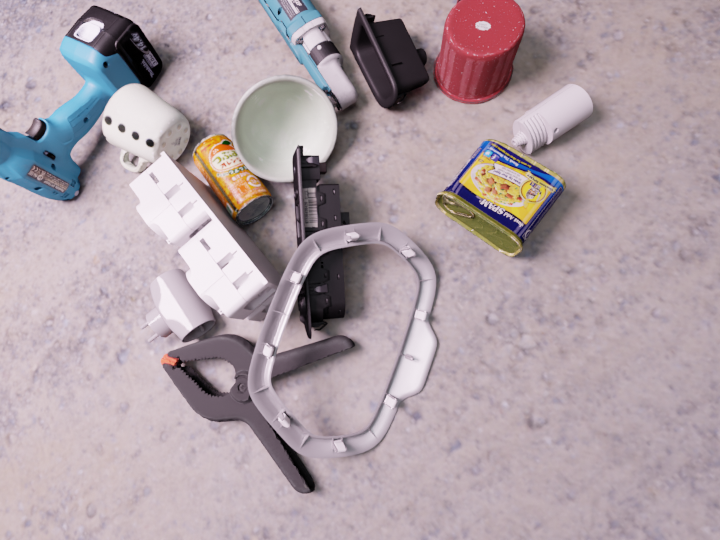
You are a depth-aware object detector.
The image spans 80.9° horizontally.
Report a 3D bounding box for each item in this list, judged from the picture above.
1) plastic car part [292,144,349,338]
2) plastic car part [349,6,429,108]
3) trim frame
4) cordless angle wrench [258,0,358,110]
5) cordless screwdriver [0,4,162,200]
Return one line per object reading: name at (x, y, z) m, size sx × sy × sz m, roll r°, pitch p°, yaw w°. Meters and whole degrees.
plastic car part at (-0.046, -0.030, 0.466) m, size 0.065 × 0.068 × 0.203 m, roll 1°, pitch 89°, yaw -18°
plastic car part at (0.042, -0.255, 0.512) m, size 0.070 × 0.065 × 0.119 m, roll -23°, pitch 79°, yaw -11°
trim frame at (-0.008, 0.069, 0.431) m, size 0.178 × 0.028 × 0.249 m, roll 23°, pitch 81°, yaw -18°
cordless angle wrench at (-0.119, -0.384, 0.562) m, size 0.098 × 0.072 × 0.433 m, roll -31°, pitch 77°, yaw 2°
cordless screwdriver at (-0.367, -0.216, 0.526) m, size 0.076 × 0.155 × 0.249 m, roll 28°, pitch 82°, yaw 10°
